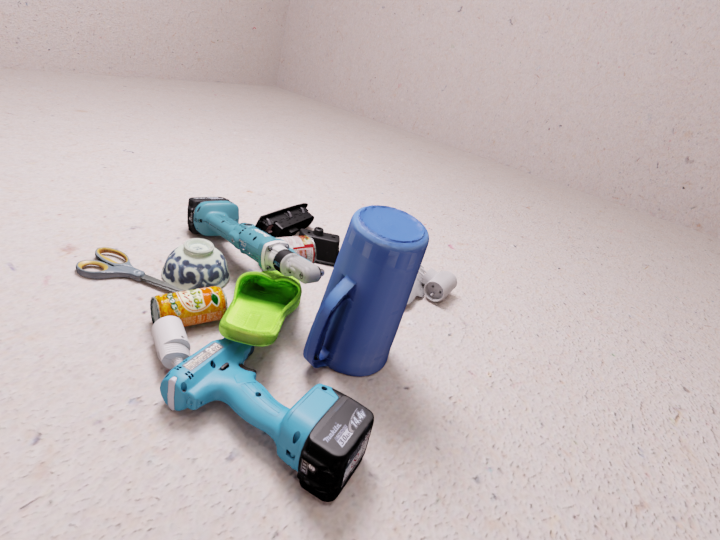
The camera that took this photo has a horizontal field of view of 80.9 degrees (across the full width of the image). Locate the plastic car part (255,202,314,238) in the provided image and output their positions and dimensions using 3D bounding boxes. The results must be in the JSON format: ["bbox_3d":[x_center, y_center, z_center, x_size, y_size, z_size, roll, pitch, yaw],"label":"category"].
[{"bbox_3d":[-0.172,-0.115,1.008,0.069,0.066,0.199,32,31,11],"label":"plastic car part"}]

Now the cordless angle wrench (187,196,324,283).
[{"bbox_3d":[-0.209,-0.060,0.784,0.094,0.073,0.448,-8,23,-38],"label":"cordless angle wrench"}]

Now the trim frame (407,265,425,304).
[{"bbox_3d":[0.054,0.007,0.921,0.189,0.027,0.246,19,27,11],"label":"trim frame"}]

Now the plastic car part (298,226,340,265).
[{"bbox_3d":[-0.091,-0.060,0.932,0.115,0.070,0.067,14,26,-7],"label":"plastic car part"}]

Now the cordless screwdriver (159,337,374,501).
[{"bbox_3d":[-0.105,0.155,0.531,0.258,0.073,0.156,20,28,20],"label":"cordless screwdriver"}]
